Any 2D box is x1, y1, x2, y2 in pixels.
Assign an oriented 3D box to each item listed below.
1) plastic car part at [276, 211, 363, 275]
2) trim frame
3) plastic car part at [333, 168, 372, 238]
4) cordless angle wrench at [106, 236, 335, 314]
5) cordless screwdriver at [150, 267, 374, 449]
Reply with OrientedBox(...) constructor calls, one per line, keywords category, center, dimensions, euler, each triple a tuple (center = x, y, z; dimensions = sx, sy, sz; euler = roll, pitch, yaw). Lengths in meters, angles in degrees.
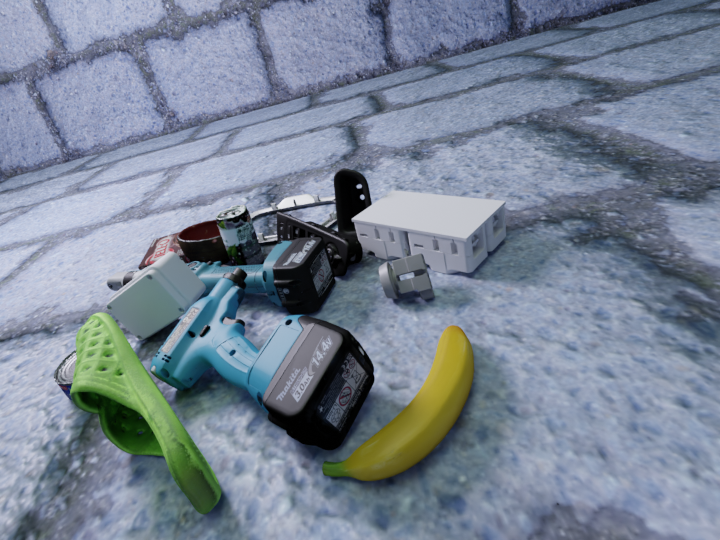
OrientedBox(category="plastic car part", center=(-0.066, -0.043, 0.674), dimensions=(0.064, 0.065, 0.214), euler=(-2, 18, -35))
OrientedBox(category="trim frame", center=(-0.143, -0.107, 0.843), dimensions=(0.254, 0.026, 0.187), euler=(-10, 30, 14))
OrientedBox(category="plastic car part", center=(-0.005, -0.115, 0.721), dimensions=(0.068, 0.116, 0.069), euler=(-5, 6, 19))
OrientedBox(category="cordless angle wrench", center=(-0.248, 0.013, 0.657), dimensions=(0.439, 0.072, 0.098), euler=(-3, 31, 26))
OrientedBox(category="cordless screwdriver", center=(-0.104, 0.072, 0.447), dimensions=(0.261, 0.070, 0.159), euler=(6, 54, 37))
